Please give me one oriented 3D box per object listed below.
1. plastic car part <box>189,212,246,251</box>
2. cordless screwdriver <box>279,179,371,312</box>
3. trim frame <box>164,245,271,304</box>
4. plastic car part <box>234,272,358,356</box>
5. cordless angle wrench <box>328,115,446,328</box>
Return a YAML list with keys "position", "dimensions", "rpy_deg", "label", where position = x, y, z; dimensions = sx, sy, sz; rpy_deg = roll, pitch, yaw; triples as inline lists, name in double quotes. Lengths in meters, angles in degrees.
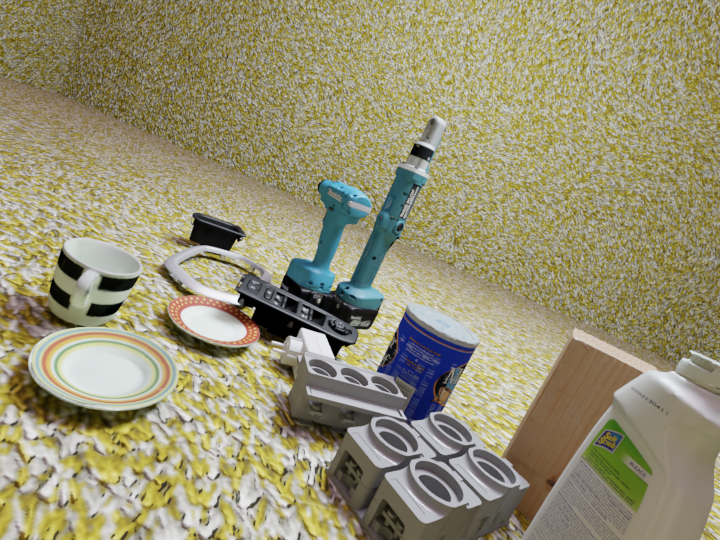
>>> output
- position: [-0.313, -0.074, 0.898]
  dimensions: [0.111, 0.070, 0.069]
  rpy_deg: [16, 14, -34]
  label: "plastic car part"
- position: [-0.079, -0.052, 0.809]
  dimensions: [0.071, 0.248, 0.168]
  rpy_deg: [16, 13, -35]
  label: "cordless screwdriver"
- position: [-0.249, 0.006, 0.773]
  dimensions: [0.184, 0.027, 0.250]
  rpy_deg: [23, 12, -2]
  label: "trim frame"
- position: [-0.100, 0.077, 0.645]
  dimensions: [0.201, 0.067, 0.067]
  rpy_deg: [22, 11, -5]
  label: "plastic car part"
- position: [0.057, -0.089, 0.806]
  dimensions: [0.093, 0.421, 0.079]
  rpy_deg: [13, 16, -46]
  label: "cordless angle wrench"
